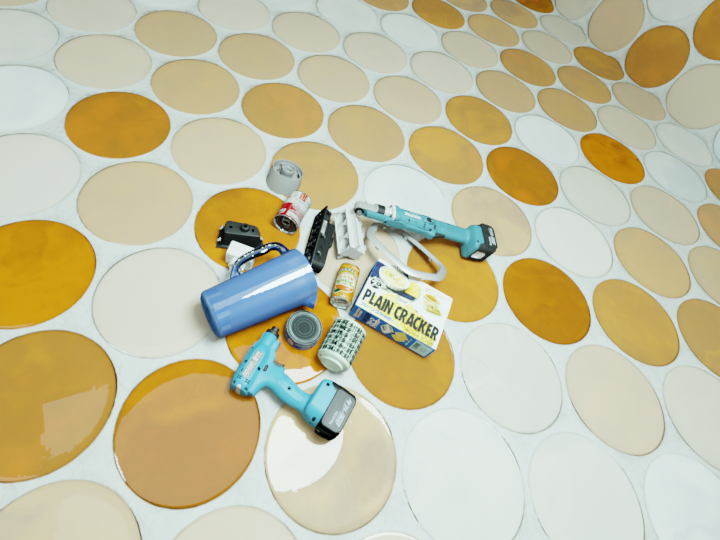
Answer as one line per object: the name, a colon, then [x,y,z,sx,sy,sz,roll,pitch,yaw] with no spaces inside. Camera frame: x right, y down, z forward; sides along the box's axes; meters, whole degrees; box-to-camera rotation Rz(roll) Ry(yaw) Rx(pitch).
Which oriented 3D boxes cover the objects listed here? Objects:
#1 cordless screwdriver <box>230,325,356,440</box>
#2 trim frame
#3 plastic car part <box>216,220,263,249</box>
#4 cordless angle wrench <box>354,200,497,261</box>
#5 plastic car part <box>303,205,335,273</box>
cordless screwdriver: [-0.129,0.231,0.887,0.252,0.073,0.159,26,55,7]
trim frame: [0.121,-0.053,1.131,0.177,0.027,0.261,-15,47,-44]
plastic car part: [-0.297,-0.092,1.053,0.115,0.070,0.068,7,58,-9]
cordless angle wrench: [0.176,-0.123,1.165,0.411,0.074,0.100,14,55,-16]
plastic car part: [-0.108,-0.070,1.102,0.064,0.068,0.206,36,49,-26]
